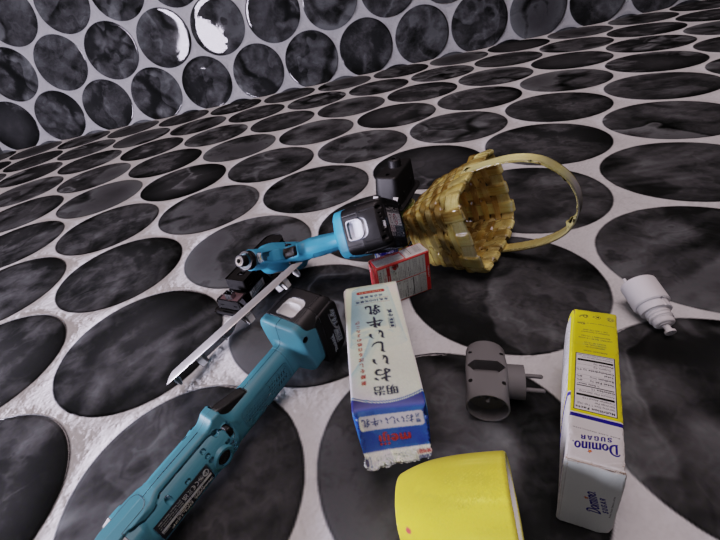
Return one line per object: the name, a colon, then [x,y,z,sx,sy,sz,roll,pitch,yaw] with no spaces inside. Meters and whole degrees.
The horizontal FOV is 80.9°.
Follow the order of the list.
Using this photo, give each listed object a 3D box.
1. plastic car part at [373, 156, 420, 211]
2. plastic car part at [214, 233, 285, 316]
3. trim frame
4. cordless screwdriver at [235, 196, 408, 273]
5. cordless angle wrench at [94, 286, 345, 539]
plastic car part: [0.060,-0.159,0.737,0.069,0.068,0.116,7,41,27]
plastic car part: [-0.187,-0.004,0.758,0.069,0.065,0.202,-3,32,28]
trim frame: [-0.162,0.067,0.576,0.188,0.027,0.246,-35,11,42]
cordless screwdriver: [-0.064,-0.042,0.657,0.257,0.075,0.153,-15,-3,32]
cordless angle wrench: [-0.163,0.187,0.455,0.078,0.094,0.419,12,45,32]
